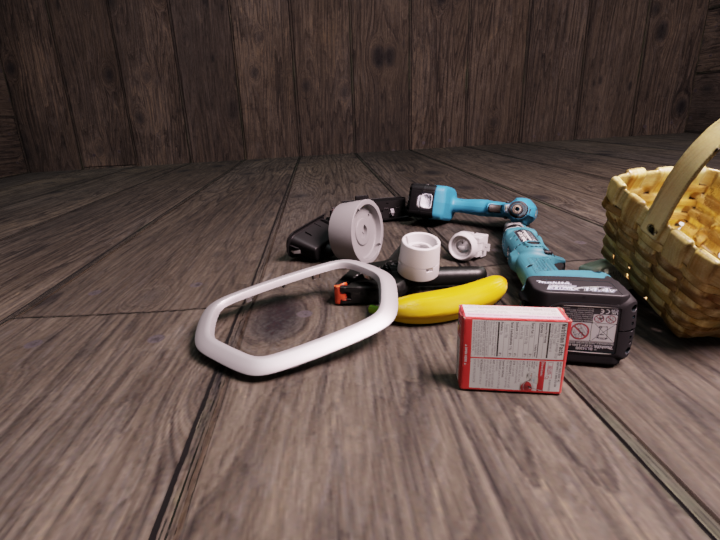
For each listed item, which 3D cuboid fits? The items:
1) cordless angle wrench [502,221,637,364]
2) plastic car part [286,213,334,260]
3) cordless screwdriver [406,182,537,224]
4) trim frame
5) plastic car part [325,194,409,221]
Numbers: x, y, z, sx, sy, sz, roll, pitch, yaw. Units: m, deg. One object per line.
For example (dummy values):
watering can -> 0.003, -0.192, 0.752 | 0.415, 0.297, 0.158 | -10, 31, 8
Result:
cordless angle wrench -> 0.244, -0.013, 0.593 | 0.100, 0.073, 0.422 | 1, 19, 10
plastic car part -> -0.074, -0.049, 0.759 | 0.074, 0.065, 0.114 | 20, 31, 19
cordless screwdriver -> 0.219, -0.132, 0.859 | 0.260, 0.074, 0.153 | 11, 8, 27
trim frame -> -0.072, 0.045, 0.502 | 0.243, 0.026, 0.194 | -21, 34, -18
plastic car part -> 0.022, -0.142, 0.982 | 0.202, 0.066, 0.067 | -2, 12, -3
